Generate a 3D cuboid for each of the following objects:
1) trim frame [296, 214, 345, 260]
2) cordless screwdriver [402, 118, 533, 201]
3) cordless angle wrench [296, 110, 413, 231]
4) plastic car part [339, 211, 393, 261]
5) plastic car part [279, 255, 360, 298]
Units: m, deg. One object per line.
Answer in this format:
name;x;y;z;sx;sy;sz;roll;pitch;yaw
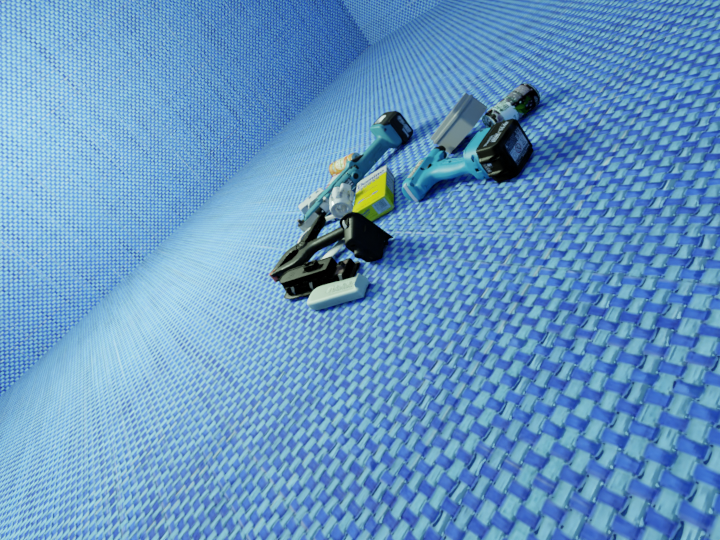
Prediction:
trim frame;-0.102;-0.066;1.039;0.187;0.026;0.256;-31;30;16
cordless screwdriver;0.206;-0.224;0.834;0.259;0.071;0.159;-7;42;53
cordless angle wrench;-0.024;-0.268;1.184;0.422;0.094;0.078;-49;26;-7
plastic car part;0.004;-0.054;0.810;0.068;0.110;0.073;-21;54;36
plastic car part;-0.101;0.014;0.886;0.210;0.064;0.067;-20;39;39
